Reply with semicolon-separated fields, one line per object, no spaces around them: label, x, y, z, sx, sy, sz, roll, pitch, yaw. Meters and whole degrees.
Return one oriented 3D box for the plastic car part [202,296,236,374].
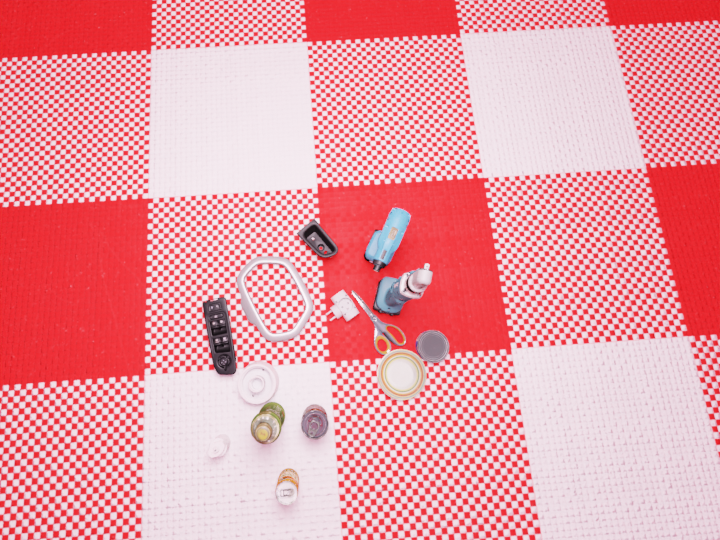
plastic car part;-0.371;0.177;1.129;0.066;0.066;0.206;-12;78;-6

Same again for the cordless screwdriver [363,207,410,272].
cordless screwdriver;0.057;-0.055;1.092;0.075;0.247;0.159;24;79;-1

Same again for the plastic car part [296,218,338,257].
plastic car part;-0.116;-0.076;1.185;0.065;0.070;0.118;-41;83;-10

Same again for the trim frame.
trim frame;-0.241;0.074;1.173;0.183;0.027;0.253;-29;80;-7

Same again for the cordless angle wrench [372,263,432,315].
cordless angle wrench;0.098;0.046;0.983;0.074;0.420;0.098;14;80;-4
